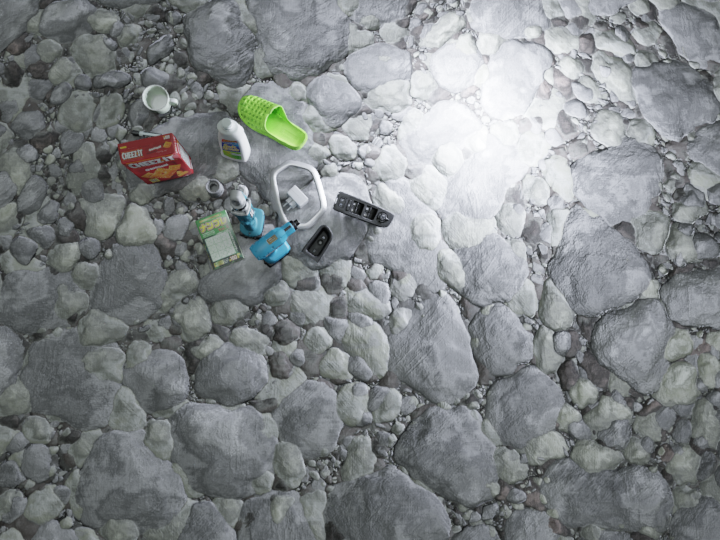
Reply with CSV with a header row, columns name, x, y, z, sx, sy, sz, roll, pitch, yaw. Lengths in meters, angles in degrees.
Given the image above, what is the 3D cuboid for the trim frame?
name,x,y,z,sx,sy,sz,roll,pitch,yaw
trim frame,-0.217,-0.257,1.435,0.183,0.027,0.251,-16,83,-5

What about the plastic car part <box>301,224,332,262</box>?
name,x,y,z,sx,sy,sz,roll,pitch,yaw
plastic car part,-0.136,-0.089,1.393,0.066,0.071,0.116,34,82,-1

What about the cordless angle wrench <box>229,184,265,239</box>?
name,x,y,z,sx,sy,sz,roll,pitch,yaw
cordless angle wrench,-0.331,-0.165,1.218,0.074,0.424,0.098,9,85,-7

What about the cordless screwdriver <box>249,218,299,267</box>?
name,x,y,z,sx,sy,sz,roll,pitch,yaw
cordless screwdriver,-0.253,-0.085,1.298,0.158,0.249,0.074,-38,91,-8

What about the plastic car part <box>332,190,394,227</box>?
name,x,y,z,sx,sy,sz,roll,pitch,yaw
plastic car part,0.009,-0.196,1.416,0.203,0.067,0.066,20,83,0
